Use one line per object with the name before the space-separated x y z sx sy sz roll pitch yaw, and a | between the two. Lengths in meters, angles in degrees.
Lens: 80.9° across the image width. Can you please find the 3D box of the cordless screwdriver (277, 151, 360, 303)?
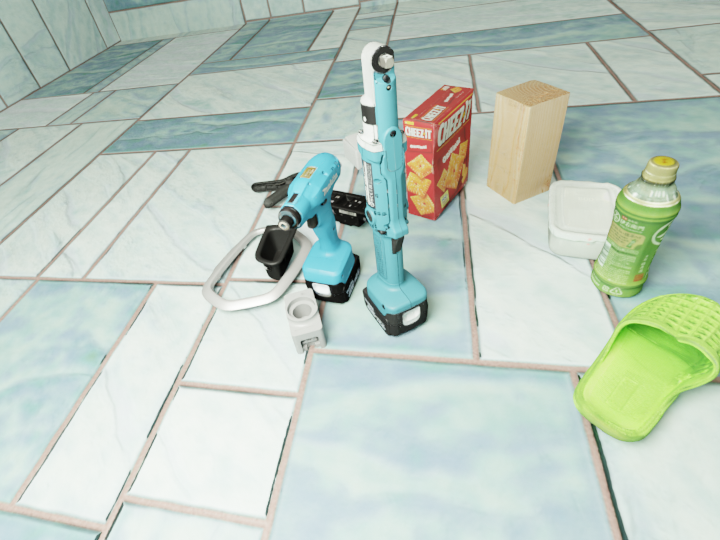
cordless screwdriver | -0.065 -0.043 0.669 0.077 0.239 0.160 9 45 19

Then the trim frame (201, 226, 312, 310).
trim frame | -0.200 -0.012 0.825 0.191 0.026 0.249 8 46 21

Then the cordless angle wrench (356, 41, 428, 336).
cordless angle wrench | 0.036 -0.079 0.560 0.073 0.406 0.103 -23 44 -15

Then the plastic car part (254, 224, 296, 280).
plastic car part | -0.157 -0.028 0.801 0.067 0.068 0.119 -1 43 11

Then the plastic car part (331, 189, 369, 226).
plastic car part | -0.044 -0.133 0.889 0.214 0.064 0.065 21 51 31
